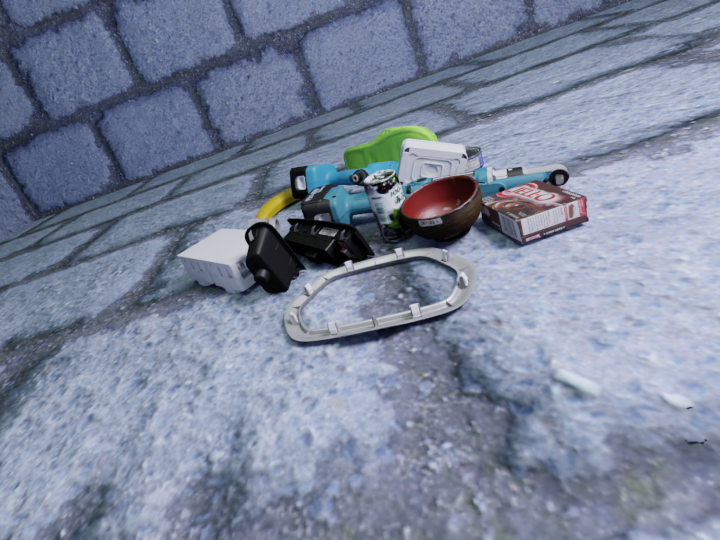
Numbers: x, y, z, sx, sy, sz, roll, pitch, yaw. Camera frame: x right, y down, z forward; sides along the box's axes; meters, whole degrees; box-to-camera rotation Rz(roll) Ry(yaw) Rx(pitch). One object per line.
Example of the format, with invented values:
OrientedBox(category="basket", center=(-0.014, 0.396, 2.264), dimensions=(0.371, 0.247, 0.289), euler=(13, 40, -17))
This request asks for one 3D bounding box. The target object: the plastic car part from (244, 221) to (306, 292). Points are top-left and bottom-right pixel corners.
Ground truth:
OrientedBox(category="plastic car part", center=(-0.137, -0.008, 0.629), dimensions=(0.068, 0.110, 0.073), euler=(-11, 50, 19))

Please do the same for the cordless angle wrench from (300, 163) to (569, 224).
OrientedBox(category="cordless angle wrench", center=(0.105, -0.126, 0.710), dimensions=(0.438, 0.072, 0.098), euler=(-5, 30, 25))

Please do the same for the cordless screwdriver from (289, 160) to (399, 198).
OrientedBox(category="cordless screwdriver", center=(-0.051, -0.196, 0.908), dimensions=(0.261, 0.073, 0.154), euler=(4, 16, 36))

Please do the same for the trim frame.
OrientedBox(category="trim frame", center=(0.018, 0.025, 0.533), dimensions=(0.253, 0.026, 0.187), euler=(-13, 28, 13))

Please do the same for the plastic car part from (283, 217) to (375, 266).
OrientedBox(category="plastic car part", center=(-0.068, -0.045, 0.696), dimensions=(0.214, 0.063, 0.067), euler=(21, 73, 52))
